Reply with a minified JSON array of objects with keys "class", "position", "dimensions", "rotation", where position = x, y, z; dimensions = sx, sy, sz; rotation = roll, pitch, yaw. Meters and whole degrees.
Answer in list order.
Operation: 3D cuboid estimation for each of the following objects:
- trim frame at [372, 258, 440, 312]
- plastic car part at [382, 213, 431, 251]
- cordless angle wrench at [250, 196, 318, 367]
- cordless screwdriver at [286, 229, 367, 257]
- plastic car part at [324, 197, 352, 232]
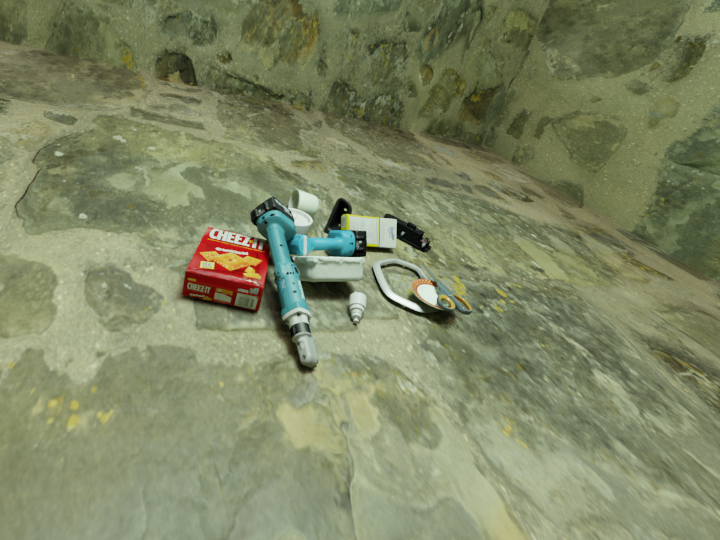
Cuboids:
[{"class":"trim frame","position":[0.129,0.037,1.157],"dimensions":[0.179,0.027,0.259],"rotation":[7,29,-17]},{"class":"plastic car part","position":[0.148,-0.136,1.436],"dimensions":[0.212,0.066,0.065],"rotation":[28,36,23]},{"class":"cordless angle wrench","position":[-0.159,0.013,0.918],"dimensions":[0.092,0.075,0.442],"rotation":[39,23,-48]},{"class":"cordless screwdriver","position":[-0.113,-0.074,1.151],"dimensions":[0.238,0.074,0.167],"rotation":[-4,7,-38]},{"class":"plastic car part","position":[-0.060,-0.167,1.333],"dimensions":[0.067,0.116,0.070],"rotation":[22,5,7]}]
